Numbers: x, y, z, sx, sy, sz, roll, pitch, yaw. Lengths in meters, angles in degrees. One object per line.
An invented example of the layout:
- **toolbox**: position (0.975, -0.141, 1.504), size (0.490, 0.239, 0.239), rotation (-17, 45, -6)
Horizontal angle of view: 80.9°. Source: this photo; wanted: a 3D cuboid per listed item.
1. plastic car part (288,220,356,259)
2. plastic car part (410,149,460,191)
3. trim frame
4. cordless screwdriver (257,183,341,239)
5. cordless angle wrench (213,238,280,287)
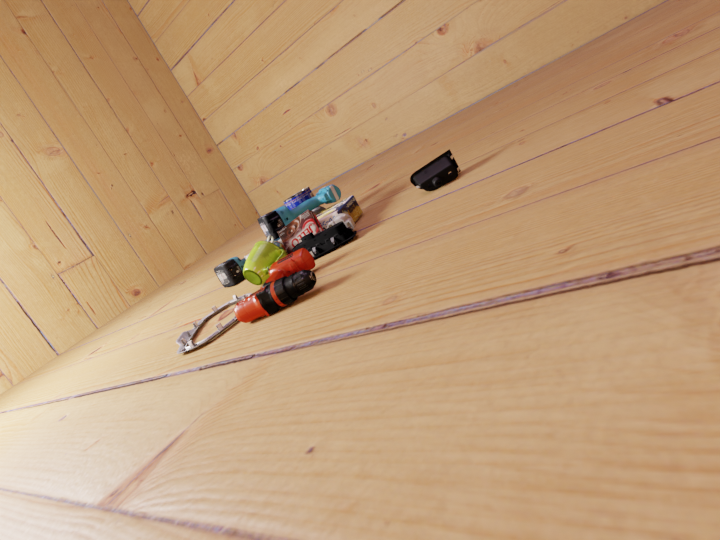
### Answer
- **plastic car part**: position (-0.101, -0.066, 1.036), size (0.208, 0.066, 0.065), rotation (-21, 9, 24)
- **plastic car part**: position (0.184, -0.225, 1.013), size (0.118, 0.063, 0.073), rotation (-31, 27, 11)
- **trim frame**: position (-0.333, 0.113, 0.963), size (0.185, 0.027, 0.254), rotation (-31, 17, 3)
- **cordless screwdriver**: position (-0.186, -0.181, 1.270), size (0.246, 0.073, 0.164), rotation (-32, 15, -15)
- **cordless angle wrench**: position (-0.306, -0.084, 1.448), size (0.102, 0.073, 0.415), rotation (-14, 20, 48)
